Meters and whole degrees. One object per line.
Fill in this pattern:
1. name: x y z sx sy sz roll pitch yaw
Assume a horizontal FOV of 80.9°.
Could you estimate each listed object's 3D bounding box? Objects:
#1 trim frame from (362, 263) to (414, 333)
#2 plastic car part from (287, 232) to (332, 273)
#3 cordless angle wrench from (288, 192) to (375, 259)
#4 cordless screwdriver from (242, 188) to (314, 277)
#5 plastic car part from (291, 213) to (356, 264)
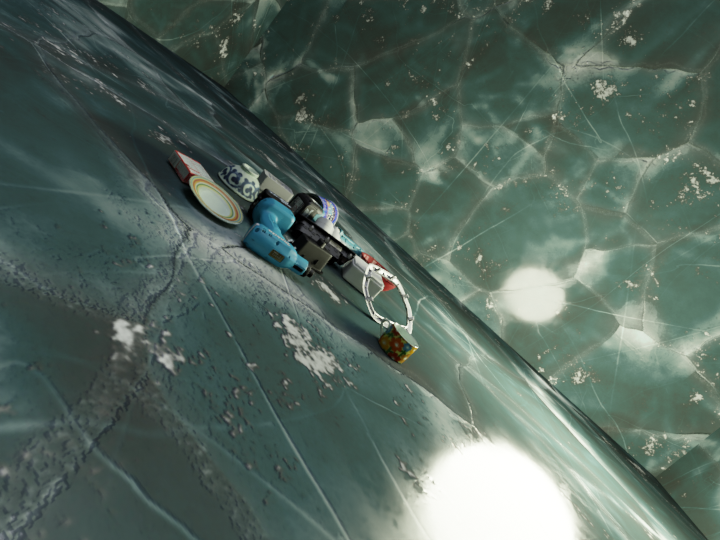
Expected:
1. trim frame: 0.077 0.080 1.113 0.234 0.028 0.190 32 44 -48
2. plastic car part: -0.117 -0.048 1.009 0.110 0.071 0.069 30 18 -34
3. cordless angle wrench: -0.074 -0.097 1.327 0.399 0.098 0.078 36 12 -47
4. cordless screwdriver: -0.177 -0.081 0.932 0.153 0.075 0.258 35 16 -25
5. plastic car part: -0.113 -0.074 1.151 0.198 0.067 0.068 41 -33 -14
